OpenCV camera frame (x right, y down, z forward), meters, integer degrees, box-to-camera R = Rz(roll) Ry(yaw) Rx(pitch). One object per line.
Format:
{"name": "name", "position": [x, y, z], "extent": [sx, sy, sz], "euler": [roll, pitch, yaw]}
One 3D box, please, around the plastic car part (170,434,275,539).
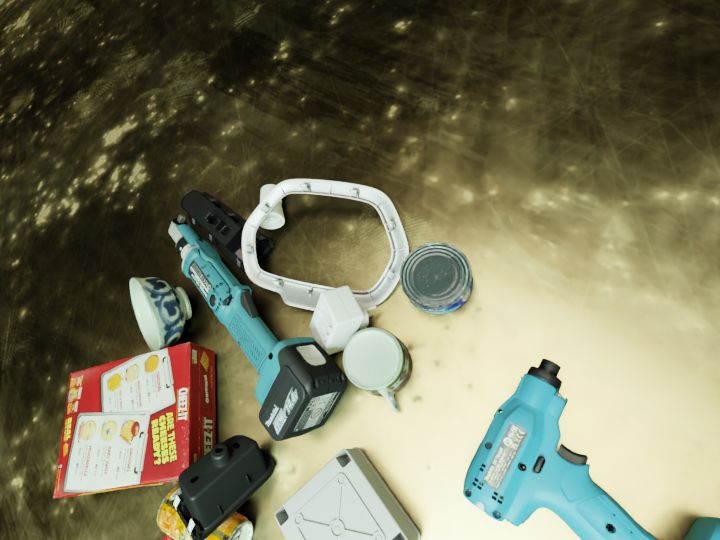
{"name": "plastic car part", "position": [-0.160, 0.232, 0.486], "extent": [0.114, 0.068, 0.070], "euler": [-35, 42, -31]}

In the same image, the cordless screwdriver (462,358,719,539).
{"name": "cordless screwdriver", "position": [0.234, 0.198, 0.361], "extent": [0.262, 0.070, 0.159], "euler": [25, 78, 33]}

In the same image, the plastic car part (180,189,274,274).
{"name": "plastic car part", "position": [-0.234, -0.075, 0.692], "extent": [0.214, 0.063, 0.066], "euler": [36, 91, 34]}

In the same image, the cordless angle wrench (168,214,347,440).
{"name": "cordless angle wrench", "position": [-0.187, 0.042, 0.606], "extent": [0.447, 0.070, 0.097], "euler": [41, 113, 36]}

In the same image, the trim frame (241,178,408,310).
{"name": "trim frame", "position": [-0.058, -0.038, 0.591], "extent": [0.256, 0.026, 0.185], "euler": [11, 85, 17]}
